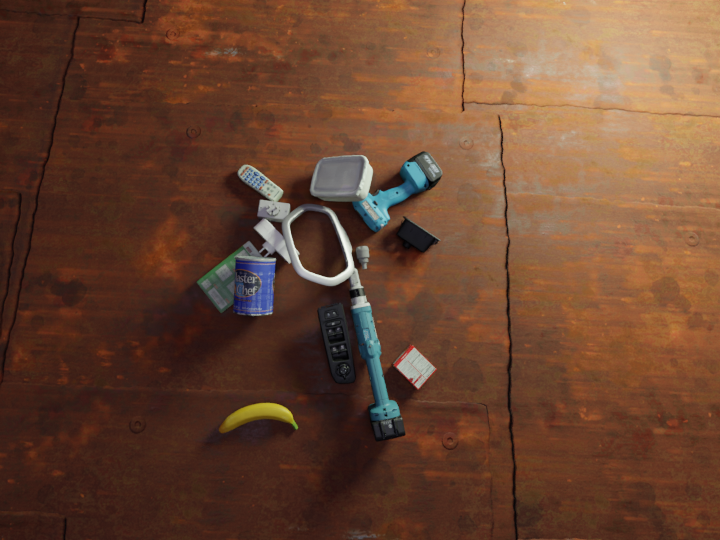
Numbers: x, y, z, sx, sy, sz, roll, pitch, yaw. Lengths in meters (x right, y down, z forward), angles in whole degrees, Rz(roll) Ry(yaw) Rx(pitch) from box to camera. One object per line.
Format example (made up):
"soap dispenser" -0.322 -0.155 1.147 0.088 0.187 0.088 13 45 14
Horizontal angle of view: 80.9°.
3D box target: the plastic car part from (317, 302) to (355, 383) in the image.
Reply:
"plastic car part" -0.062 0.188 1.081 0.065 0.068 0.204 -12 84 -13

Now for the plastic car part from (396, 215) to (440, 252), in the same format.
"plastic car part" 0.148 -0.088 1.148 0.118 0.065 0.071 32 94 6

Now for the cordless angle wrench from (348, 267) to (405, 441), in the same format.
"cordless angle wrench" 0.023 0.197 1.073 0.074 0.096 0.431 -12 77 -3

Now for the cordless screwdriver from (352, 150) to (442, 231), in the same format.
"cordless screwdriver" 0.088 -0.237 1.166 0.248 0.073 0.162 -37 82 -4

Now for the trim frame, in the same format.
"trim frame" -0.109 -0.072 1.119 0.179 0.027 0.257 -11 64 -22
